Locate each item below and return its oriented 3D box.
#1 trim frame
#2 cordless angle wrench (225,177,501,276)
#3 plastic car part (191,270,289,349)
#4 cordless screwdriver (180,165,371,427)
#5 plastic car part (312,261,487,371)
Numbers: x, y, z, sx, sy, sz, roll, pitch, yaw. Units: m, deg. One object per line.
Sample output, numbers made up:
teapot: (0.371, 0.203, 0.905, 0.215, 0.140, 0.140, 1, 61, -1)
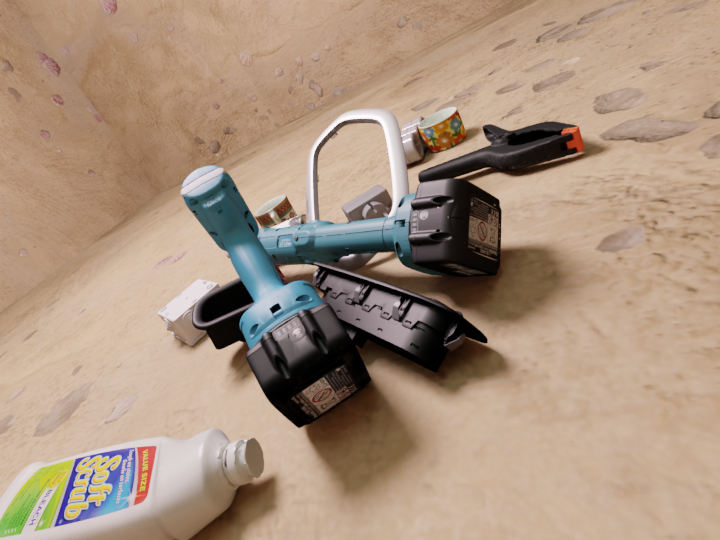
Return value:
trim frame: (-0.015, -0.117, 0.587, 0.190, 0.026, 0.255, -21, 64, 34)
cordless angle wrench: (-0.051, -0.033, 0.522, 0.443, 0.093, 0.075, -1, 79, 45)
plastic car part: (-0.142, 0.053, 0.516, 0.114, 0.068, 0.070, -29, 41, -20)
cordless screwdriver: (-0.087, 0.021, 0.411, 0.074, 0.152, 0.262, -32, 57, -9)
plastic car part: (0.014, 0.039, 0.387, 0.213, 0.063, 0.067, 10, 57, 54)
